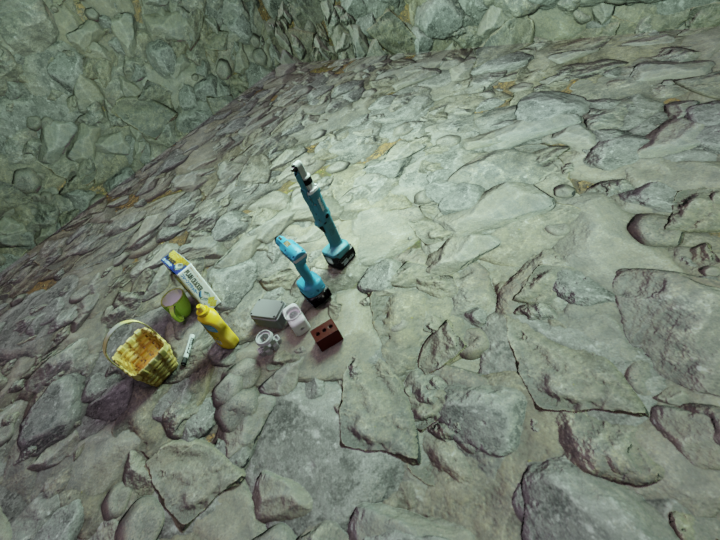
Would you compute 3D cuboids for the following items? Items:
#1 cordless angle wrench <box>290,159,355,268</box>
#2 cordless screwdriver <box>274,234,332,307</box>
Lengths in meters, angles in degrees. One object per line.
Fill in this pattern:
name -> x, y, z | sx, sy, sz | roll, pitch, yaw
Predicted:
cordless angle wrench -> -0.127, -0.180, 1.378 | 0.079, 0.403, 0.097 | 22, 57, 41
cordless screwdriver -> -0.191, -0.003, 1.355 | 0.074, 0.237, 0.169 | -37, 42, -15
